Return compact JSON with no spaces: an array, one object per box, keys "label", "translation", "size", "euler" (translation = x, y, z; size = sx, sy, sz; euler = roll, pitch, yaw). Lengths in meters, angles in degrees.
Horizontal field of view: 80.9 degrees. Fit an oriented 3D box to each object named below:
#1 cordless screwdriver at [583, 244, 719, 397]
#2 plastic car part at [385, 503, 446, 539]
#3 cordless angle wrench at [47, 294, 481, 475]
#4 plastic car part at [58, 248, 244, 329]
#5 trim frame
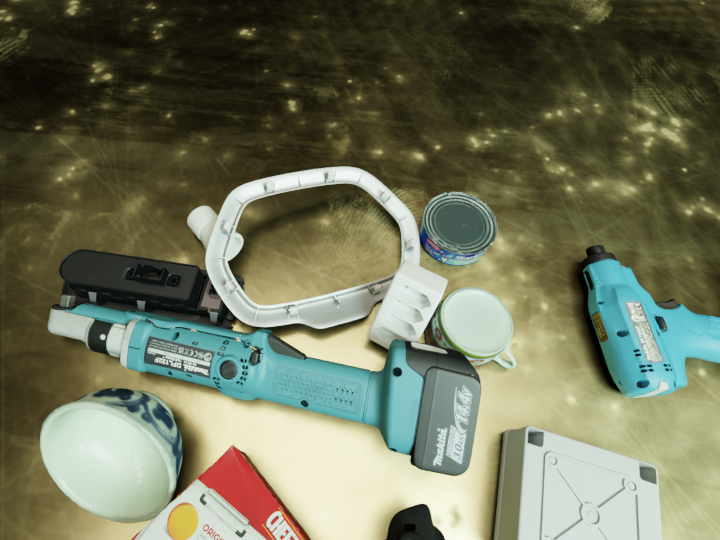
[{"label":"cordless screwdriver","translation":[0.368,0.042,0.433],"size":[0.250,0.072,0.164],"euler":[-3,62,3]},{"label":"plastic car part","translation":[0.039,0.227,0.306],"size":[0.067,0.068,0.119],"euler":[-4,32,7]},{"label":"cordless angle wrench","translation":[-0.114,0.088,0.405],"size":[0.431,0.073,0.098],"euler":[10,89,10]},{"label":"plastic car part","translation":[-0.236,0.015,0.458],"size":[0.205,0.065,0.067],"euler":[7,69,6]},{"label":"trim frame","translation":[-0.046,-0.030,0.473],"size":[0.243,0.027,0.188],"euler":[-12,75,-17]}]
